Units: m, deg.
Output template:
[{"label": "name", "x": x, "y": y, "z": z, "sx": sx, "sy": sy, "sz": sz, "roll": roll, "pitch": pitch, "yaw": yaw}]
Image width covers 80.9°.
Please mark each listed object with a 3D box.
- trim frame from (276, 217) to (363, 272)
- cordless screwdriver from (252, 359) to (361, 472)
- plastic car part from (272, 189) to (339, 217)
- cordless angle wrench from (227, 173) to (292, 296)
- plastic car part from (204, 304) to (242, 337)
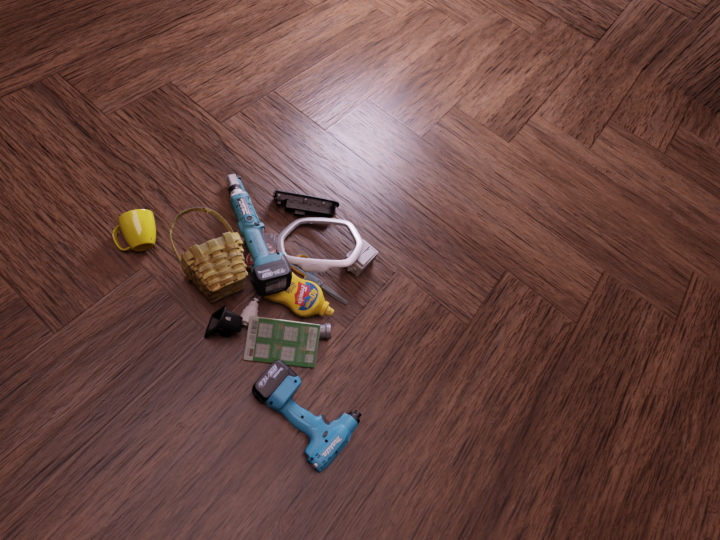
[{"label": "trim frame", "x": -0.116, "y": -0.076, "z": 1.191, "sx": 0.252, "sy": 0.026, "sz": 0.188, "roll": 4, "pitch": 55, "yaw": 7}, {"label": "cordless screwdriver", "x": -0.125, "y": 0.313, "z": 0.982, "sx": 0.254, "sy": 0.074, "sz": 0.157, "roll": 44, "pitch": 62, "yaw": 9}, {"label": "plastic car part", "x": -0.161, "y": -0.195, "z": 1.263, "sx": 0.200, "sy": 0.066, "sz": 0.068, "roll": 5, "pitch": 71, "yaw": -9}, {"label": "cordless angle wrench", "x": -0.300, "y": -0.123, "z": 1.152, "sx": 0.095, "sy": 0.073, "sz": 0.443, "roll": -15, "pitch": 54, "yaw": -21}, {"label": "plastic car part", "x": -0.325, "y": 0.131, "z": 1.028, "sx": 0.068, "sy": 0.119, "sz": 0.067, "roll": 27, "pitch": 57, "yaw": -27}]
